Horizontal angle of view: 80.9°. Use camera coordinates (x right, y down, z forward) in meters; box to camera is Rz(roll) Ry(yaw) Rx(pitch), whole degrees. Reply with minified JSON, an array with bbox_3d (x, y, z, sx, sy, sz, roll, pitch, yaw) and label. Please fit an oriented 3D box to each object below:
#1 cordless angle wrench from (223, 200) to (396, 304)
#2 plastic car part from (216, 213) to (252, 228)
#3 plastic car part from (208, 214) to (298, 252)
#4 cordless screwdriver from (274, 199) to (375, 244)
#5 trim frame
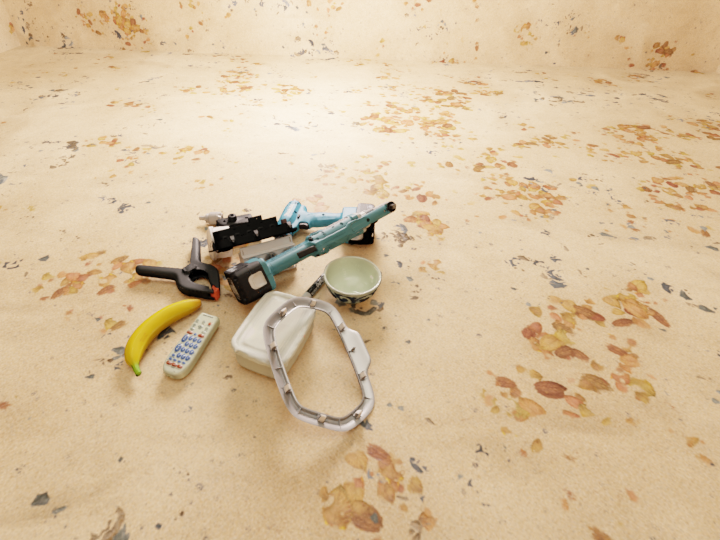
[{"bbox_3d":[-0.091,-0.060,0.936,0.415,0.073,0.102,-30,14,-21],"label":"cordless angle wrench"},{"bbox_3d":[-0.311,-0.110,1.061,0.114,0.069,0.069,-8,39,-16],"label":"plastic car part"},{"bbox_3d":[-0.248,-0.086,0.955,0.198,0.066,0.069,-22,15,-21],"label":"plastic car part"},{"bbox_3d":[-0.089,-0.111,1.065,0.254,0.072,0.161,5,41,11],"label":"cordless screwdriver"},{"bbox_3d":[-0.068,0.149,0.728,0.176,0.027,0.260,-4,52,-33],"label":"trim frame"}]
